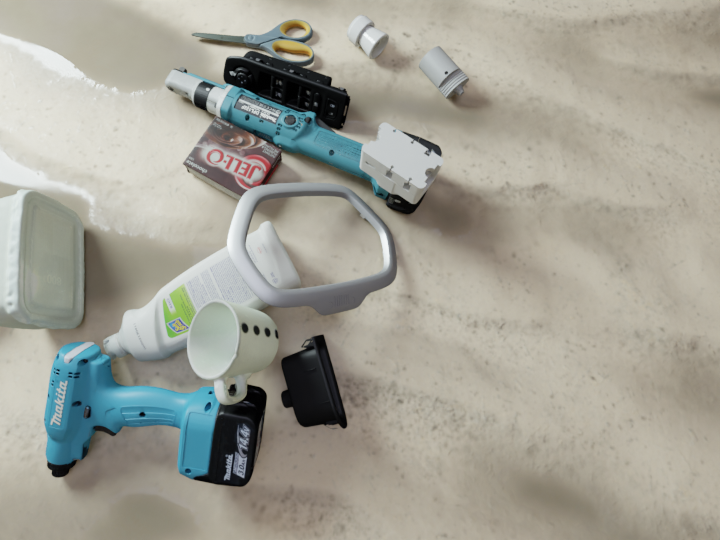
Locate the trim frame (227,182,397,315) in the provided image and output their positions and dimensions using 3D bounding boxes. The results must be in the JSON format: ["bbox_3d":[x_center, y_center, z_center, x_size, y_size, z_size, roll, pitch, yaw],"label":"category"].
[{"bbox_3d":[-0.053,-0.035,0.546,0.238,0.028,0.190,-9,67,-36],"label":"trim frame"}]

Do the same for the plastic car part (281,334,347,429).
[{"bbox_3d":[-0.065,0.145,0.527,0.072,0.064,0.118,-15,79,6],"label":"plastic car part"}]

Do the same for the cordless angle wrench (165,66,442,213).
[{"bbox_3d":[-0.099,-0.207,0.621,0.428,0.073,0.098,23,75,6],"label":"cordless angle wrench"}]

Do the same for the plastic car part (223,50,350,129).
[{"bbox_3d":[-0.111,-0.288,0.646,0.204,0.065,0.068,18,65,2],"label":"plastic car part"}]

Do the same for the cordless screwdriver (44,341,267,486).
[{"bbox_3d":[-0.240,0.187,0.489,0.249,0.075,0.158,14,98,0],"label":"cordless screwdriver"}]
